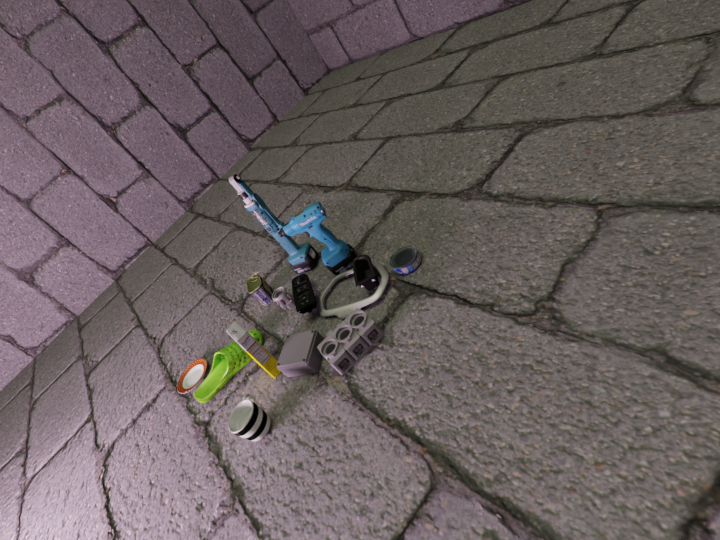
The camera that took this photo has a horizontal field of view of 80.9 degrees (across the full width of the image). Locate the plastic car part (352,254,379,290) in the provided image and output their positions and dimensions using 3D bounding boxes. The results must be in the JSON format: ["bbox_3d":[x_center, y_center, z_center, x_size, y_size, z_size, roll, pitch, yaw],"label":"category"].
[{"bbox_3d":[0.021,0.012,1.214,0.067,0.067,0.121,-30,33,14],"label":"plastic car part"}]

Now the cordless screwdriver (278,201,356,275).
[{"bbox_3d":[-0.129,-0.084,1.321,0.161,0.237,0.077,-31,31,13],"label":"cordless screwdriver"}]

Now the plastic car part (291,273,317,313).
[{"bbox_3d":[-0.173,0.075,1.334,0.066,0.064,0.212,-37,33,4],"label":"plastic car part"}]

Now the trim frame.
[{"bbox_3d":[-0.024,0.059,1.241,0.256,0.026,0.188,-19,38,29],"label":"trim frame"}]

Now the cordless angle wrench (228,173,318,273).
[{"bbox_3d":[-0.295,-0.156,1.417,0.101,0.403,0.075,-18,36,31],"label":"cordless angle wrench"}]
